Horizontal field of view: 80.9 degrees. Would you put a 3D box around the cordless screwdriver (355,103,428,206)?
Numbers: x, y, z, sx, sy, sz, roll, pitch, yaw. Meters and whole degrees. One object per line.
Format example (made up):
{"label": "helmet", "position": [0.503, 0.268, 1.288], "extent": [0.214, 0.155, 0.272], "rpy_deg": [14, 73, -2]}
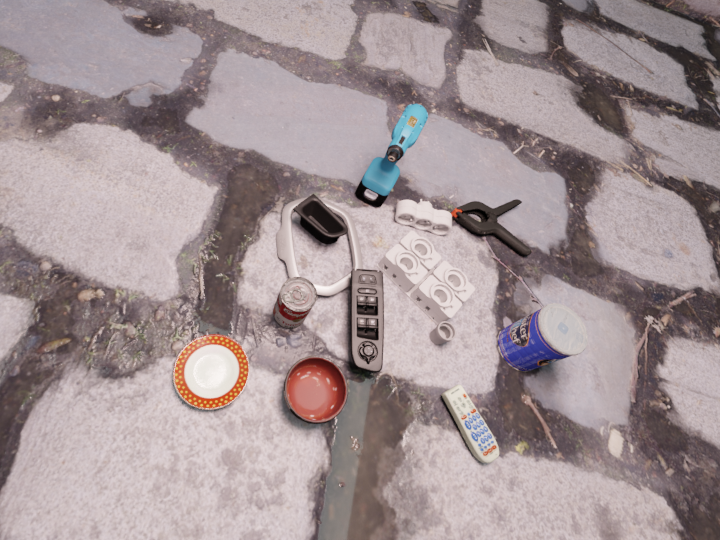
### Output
{"label": "cordless screwdriver", "position": [0.058, -0.229, 0.926], "extent": [0.074, 0.248, 0.160], "rpy_deg": [29, 58, -4]}

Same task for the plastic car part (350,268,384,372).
{"label": "plastic car part", "position": [0.007, 0.100, 0.833], "extent": [0.065, 0.067, 0.208], "rpy_deg": [7, 60, -14]}

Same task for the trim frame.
{"label": "trim frame", "position": [-0.090, -0.059, 0.920], "extent": [0.179, 0.027, 0.256], "rpy_deg": [-3, 62, -16]}

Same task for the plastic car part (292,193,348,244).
{"label": "plastic car part", "position": [-0.089, -0.097, 0.916], "extent": [0.119, 0.070, 0.065], "rpy_deg": [44, 59, 10]}
